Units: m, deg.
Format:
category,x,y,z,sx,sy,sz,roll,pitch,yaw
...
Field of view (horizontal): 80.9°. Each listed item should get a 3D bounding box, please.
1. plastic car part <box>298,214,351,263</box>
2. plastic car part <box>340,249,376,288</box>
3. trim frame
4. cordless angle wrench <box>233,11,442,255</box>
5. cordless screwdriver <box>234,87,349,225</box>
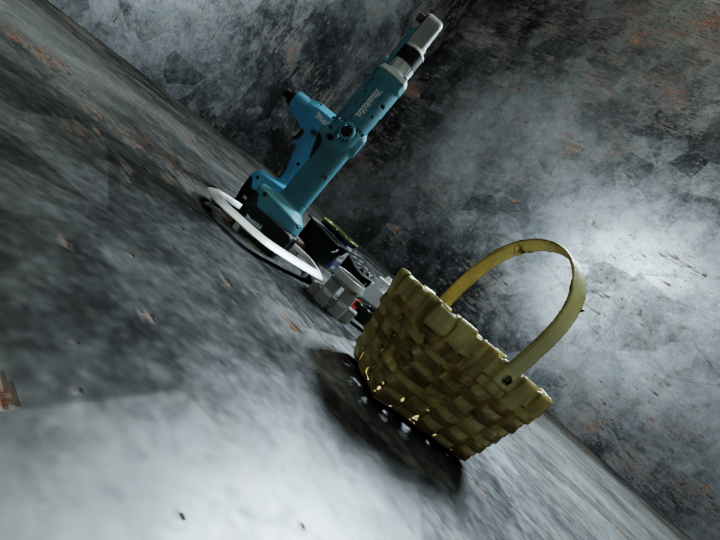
category,x,y,z,sx,sy,sz,roll,pitch,yaw
plastic car part,-0.089,-0.058,0.905,0.123,0.071,0.062,43,6,31
plastic car part,-0.016,-0.003,0.989,0.064,0.067,0.210,38,5,-23
trim frame,-0.148,-0.054,0.674,0.194,0.027,0.235,44,6,35
cordless angle wrench,-0.024,-0.206,0.638,0.098,0.423,0.074,41,6,-3
cordless screwdriver,-0.144,-0.210,0.799,0.160,0.249,0.074,41,5,1
